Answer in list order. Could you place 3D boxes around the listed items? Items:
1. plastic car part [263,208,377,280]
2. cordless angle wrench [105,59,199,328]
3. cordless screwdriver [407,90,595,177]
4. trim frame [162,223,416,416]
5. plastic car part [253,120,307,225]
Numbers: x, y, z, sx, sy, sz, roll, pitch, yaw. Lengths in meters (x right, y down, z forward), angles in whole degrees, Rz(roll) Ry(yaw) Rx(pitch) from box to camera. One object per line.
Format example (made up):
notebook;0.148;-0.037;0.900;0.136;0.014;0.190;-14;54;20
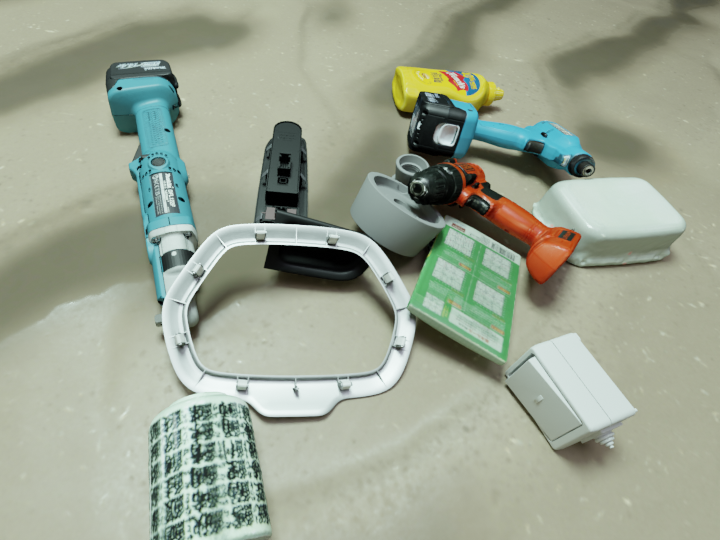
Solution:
plastic car part;-0.047;-0.031;0.484;0.114;0.065;0.073;12;16;-14
cordless angle wrench;-0.248;-0.116;0.524;0.096;0.073;0.442;-13;56;-19
cordless screwdriver;0.201;-0.192;0.620;0.247;0.073;0.164;8;33;-5
trim frame;-0.062;0.042;0.410;0.243;0.028;0.187;3;74;-12
plastic car part;-0.103;-0.132;0.563;0.066;0.065;0.210;-2;49;-3
